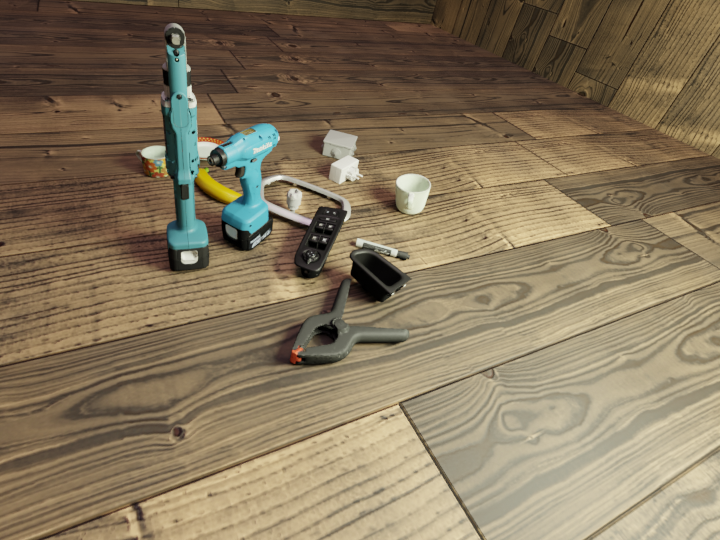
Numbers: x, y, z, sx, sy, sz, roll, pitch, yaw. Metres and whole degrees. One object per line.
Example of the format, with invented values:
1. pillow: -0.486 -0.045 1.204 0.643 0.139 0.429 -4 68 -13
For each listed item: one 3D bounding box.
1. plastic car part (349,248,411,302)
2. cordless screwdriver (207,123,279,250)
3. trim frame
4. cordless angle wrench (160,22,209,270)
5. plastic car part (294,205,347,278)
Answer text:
1. plastic car part: 0.026 0.015 0.815 0.064 0.069 0.122 -27 54 -38
2. cordless screwdriver: -0.231 -0.149 0.815 0.077 0.244 0.157 28 42 15
3. trim frame: -0.142 -0.171 1.028 0.254 0.027 0.184 20 41 10
4. cordless angle wrench: -0.297 -0.180 0.704 0.072 0.414 0.103 -5 44 -23
5. plastic car part: -0.086 -0.056 0.876 0.067 0.066 0.205 16 40 3
